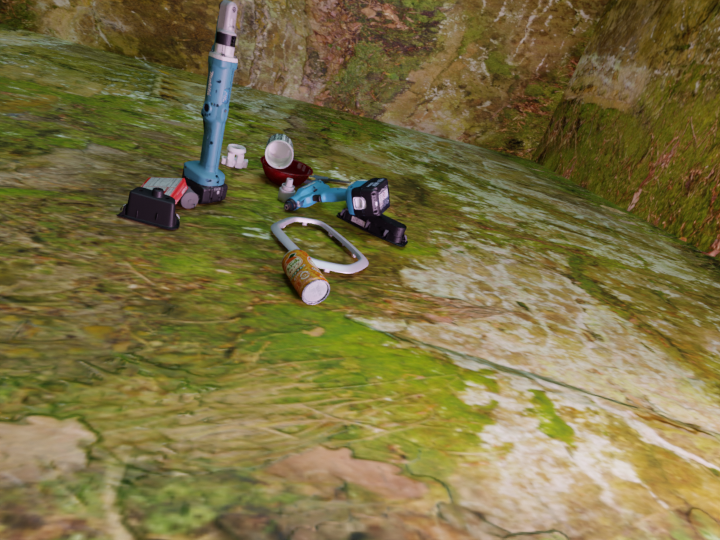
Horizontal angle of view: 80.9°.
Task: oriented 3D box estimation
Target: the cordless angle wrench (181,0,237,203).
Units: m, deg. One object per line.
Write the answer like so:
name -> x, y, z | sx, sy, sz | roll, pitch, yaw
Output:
cordless angle wrench -> -0.318, -0.354, 0.925 | 0.102, 0.418, 0.072 | 31, 28, 24

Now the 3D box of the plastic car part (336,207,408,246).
plastic car part -> 0.040, -0.125, 1.093 | 0.212, 0.066, 0.064 | 33, 23, 25

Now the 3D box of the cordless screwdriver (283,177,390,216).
cordless screwdriver -> -0.062, -0.180, 1.061 | 0.261, 0.072, 0.156 | 9, 31, 33

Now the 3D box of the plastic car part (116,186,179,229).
plastic car part -> -0.412, -0.131, 0.840 | 0.117, 0.070, 0.067 | 14, 27, 0

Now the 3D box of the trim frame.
trim frame -> -0.091, -0.059, 0.929 | 0.176, 0.027, 0.263 | -7, 33, -37
